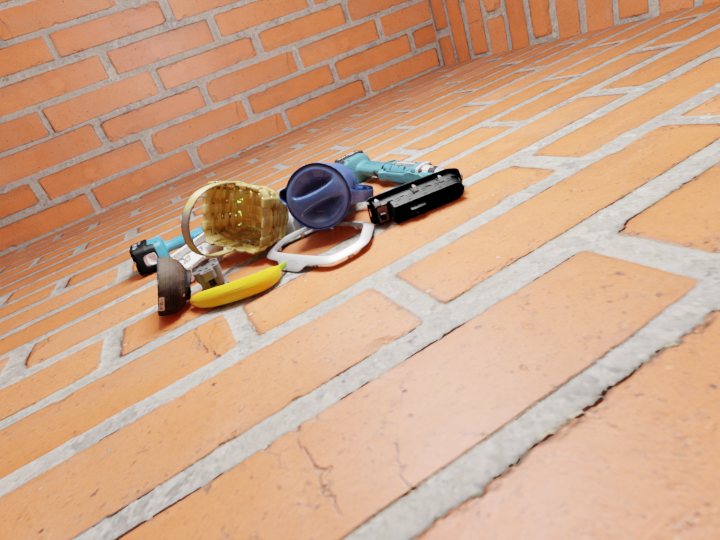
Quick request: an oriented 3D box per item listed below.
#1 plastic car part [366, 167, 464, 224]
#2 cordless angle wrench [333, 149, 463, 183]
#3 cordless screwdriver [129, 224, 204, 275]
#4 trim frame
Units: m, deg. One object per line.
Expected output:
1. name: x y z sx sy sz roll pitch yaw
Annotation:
1. plastic car part: 0.117 -0.143 0.829 0.201 0.063 0.070 -24 34 -6
2. cordless angle wrench: 0.083 -0.245 1.047 0.096 0.072 0.446 -32 30 -23
3. cordless screwdriver: -0.482 -0.069 1.133 0.244 0.072 0.167 -27 26 -20
4. trim frame: -0.083 -0.054 0.852 0.262 0.026 0.181 8 37 43
